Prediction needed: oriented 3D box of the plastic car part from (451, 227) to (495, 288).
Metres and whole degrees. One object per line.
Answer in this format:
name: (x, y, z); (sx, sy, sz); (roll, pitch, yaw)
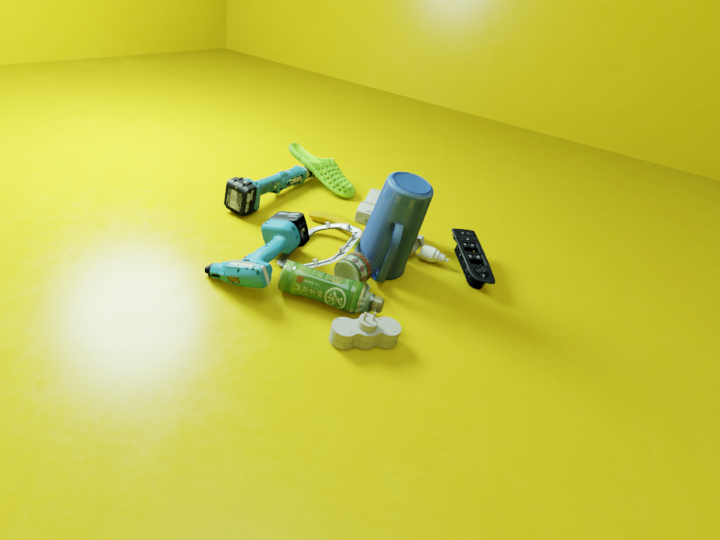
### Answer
plastic car part: (0.281, -0.027, 1.087); (0.065, 0.066, 0.210); (10, 37, -16)

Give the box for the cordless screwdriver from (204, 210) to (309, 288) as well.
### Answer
cordless screwdriver: (-0.230, -0.050, 0.968); (0.166, 0.072, 0.248); (4, 35, 24)

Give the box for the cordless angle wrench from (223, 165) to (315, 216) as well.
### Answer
cordless angle wrench: (-0.245, -0.273, 1.299); (0.077, 0.096, 0.415); (27, 34, 16)

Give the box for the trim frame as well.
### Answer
trim frame: (-0.102, -0.067, 1.042); (0.192, 0.026, 0.247); (1, 33, 27)
